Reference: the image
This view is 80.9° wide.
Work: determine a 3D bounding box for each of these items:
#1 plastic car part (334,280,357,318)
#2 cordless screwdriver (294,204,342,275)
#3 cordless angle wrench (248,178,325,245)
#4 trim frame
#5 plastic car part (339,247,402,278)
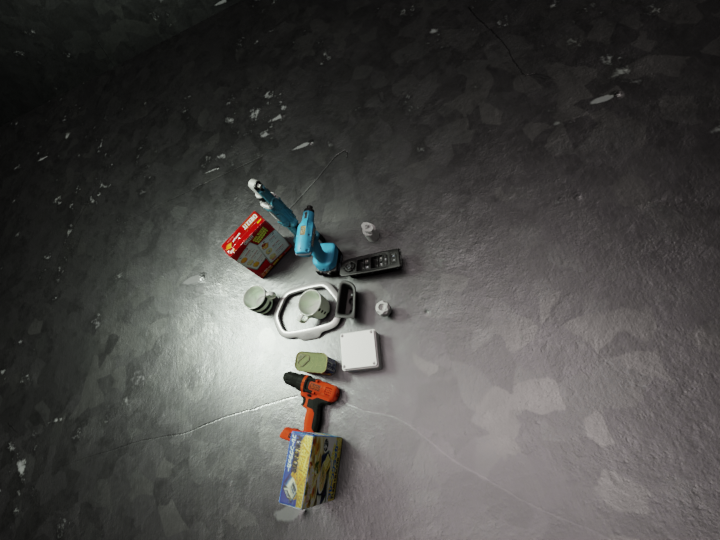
[{"bbox_3d":[-0.034,0.096,1.306,0.068,0.067,0.118,-2,67,20],"label":"plastic car part"},{"bbox_3d":[-0.130,-0.085,1.329,0.077,0.236,0.162,-3,67,19],"label":"cordless screwdriver"},{"bbox_3d":[-0.231,-0.165,1.309,0.103,0.402,0.074,25,78,27],"label":"cordless angle wrench"},{"bbox_3d":[-0.172,0.131,1.372,0.254,0.026,0.190,-15,63,16],"label":"trim frame"},{"bbox_3d":[0.033,-0.015,1.330,0.208,0.064,0.068,-9,65,18],"label":"plastic car part"}]
